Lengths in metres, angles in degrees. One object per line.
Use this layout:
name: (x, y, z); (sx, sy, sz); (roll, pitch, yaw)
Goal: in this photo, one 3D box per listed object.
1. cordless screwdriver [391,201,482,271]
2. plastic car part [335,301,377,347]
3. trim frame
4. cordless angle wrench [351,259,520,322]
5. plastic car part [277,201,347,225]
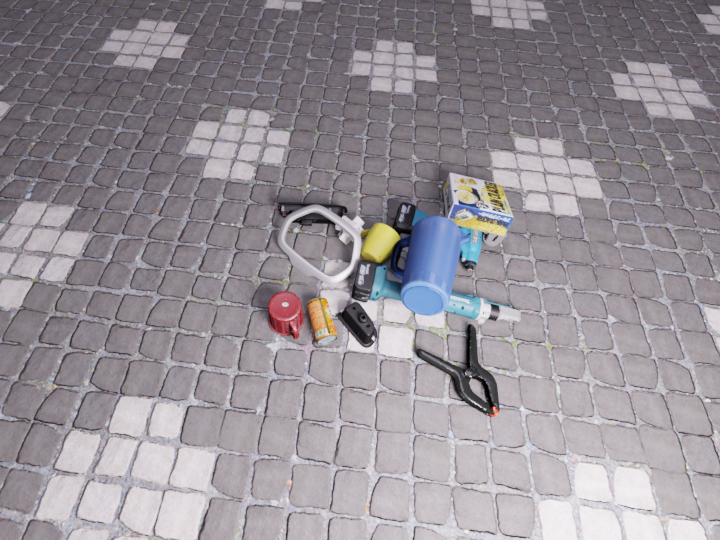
cordless screwdriver: (0.210, -0.092, 1.173); (0.250, 0.073, 0.161); (14, 59, 3)
plastic car part: (0.000, 0.123, 1.036); (0.065, 0.069, 0.122); (-31, 62, -19)
trim frame: (-0.112, -0.073, 1.148); (0.256, 0.027, 0.184); (36, 83, 16)
cordless angle wrench: (0.193, 0.071, 1.074); (0.427, 0.072, 0.099); (13, 59, 4)
plastic car part: (-0.136, -0.163, 1.217); (0.202, 0.065, 0.068); (-2, 69, -2)
